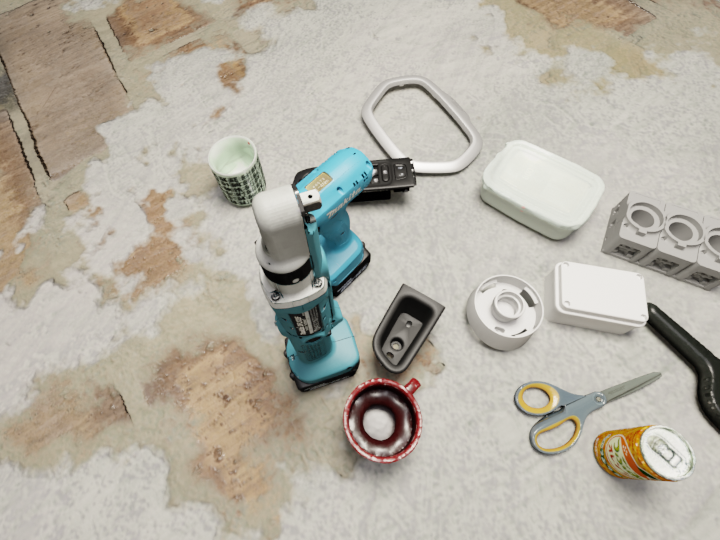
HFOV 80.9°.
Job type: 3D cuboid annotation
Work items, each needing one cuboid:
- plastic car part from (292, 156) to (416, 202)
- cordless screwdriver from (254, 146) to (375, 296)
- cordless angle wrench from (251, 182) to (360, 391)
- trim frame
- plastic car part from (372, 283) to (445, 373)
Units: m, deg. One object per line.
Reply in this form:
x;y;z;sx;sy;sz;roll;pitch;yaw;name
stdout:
-0.014;-0.145;0.710;0.204;0.065;0.068;-2;64;3;plastic car part
-0.055;-0.036;0.560;0.077;0.242;0.158;41;72;17;cordless screwdriver
-0.053;0.045;0.426;0.097;0.411;0.077;-17;67;-8;cordless angle wrench
0.112;-0.274;0.785;0.182;0.027;0.259;-28;65;-9;trim frame
0.057;0.090;0.585;0.068;0.069;0.116;29;69;15;plastic car part
